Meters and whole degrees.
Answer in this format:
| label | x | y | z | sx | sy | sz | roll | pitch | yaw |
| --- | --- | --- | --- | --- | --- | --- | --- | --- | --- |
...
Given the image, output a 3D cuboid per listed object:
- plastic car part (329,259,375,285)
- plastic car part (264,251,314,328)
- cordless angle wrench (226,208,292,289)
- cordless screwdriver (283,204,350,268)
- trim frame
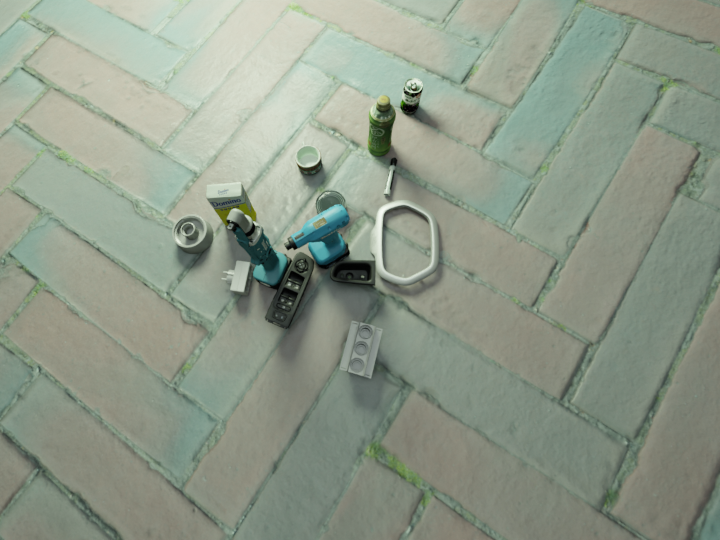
| label | x | y | z | sx | sy | sz | roll | pitch | yaw |
| --- | --- | --- | --- | --- | --- | --- | --- | --- | --- |
| plastic car part | -0.020 | 0.010 | 1.108 | 0.117 | 0.069 | 0.067 | 2 | 74 | 4 |
| plastic car part | -0.177 | 0.051 | 1.109 | 0.067 | 0.065 | 0.204 | 19 | 75 | 7 |
| cordless angle wrench | -0.231 | -0.049 | 0.963 | 0.075 | 0.414 | 0.098 | 21 | 76 | 5 |
| cordless screwdriver | -0.102 | -0.067 | 1.048 | 0.158 | 0.243 | 0.076 | -31 | 77 | -8 |
| trim frame | 0.119 | -0.079 | 1.147 | 0.186 | 0.027 | 0.253 | 0 | 72 | 4 |
